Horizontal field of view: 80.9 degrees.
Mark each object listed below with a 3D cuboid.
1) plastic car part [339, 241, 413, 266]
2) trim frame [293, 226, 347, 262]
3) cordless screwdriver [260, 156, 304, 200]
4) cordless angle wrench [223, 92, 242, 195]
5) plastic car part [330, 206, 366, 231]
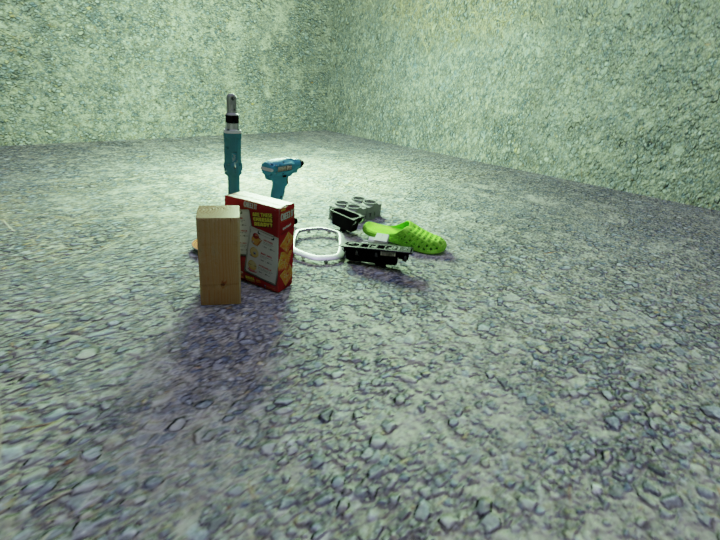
[{"bbox_3d":[0.041,-0.047,1.183,0.208,0.066,0.066,10,24,13],"label":"plastic car part"},{"bbox_3d":[-0.125,-0.082,1.281,0.184,0.027,0.254,3,25,-2],"label":"trim frame"},{"bbox_3d":[-0.241,-0.230,1.327,0.078,0.244,0.154,21,27,31],"label":"cordless screwdriver"},{"bbox_3d":[-0.388,-0.314,1.284,0.072,0.414,0.103,-5,25,-25],"label":"cordless angle wrench"},{"bbox_3d":[-0.050,-0.165,1.420,0.123,0.069,0.064,23,30,36],"label":"plastic car part"}]
